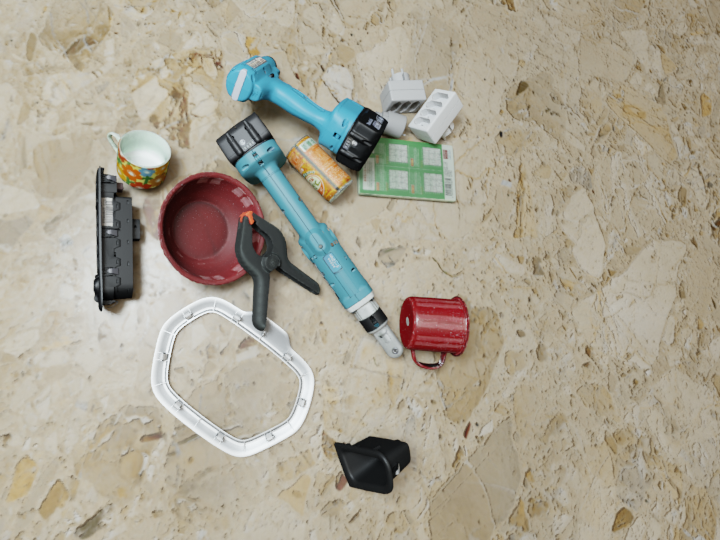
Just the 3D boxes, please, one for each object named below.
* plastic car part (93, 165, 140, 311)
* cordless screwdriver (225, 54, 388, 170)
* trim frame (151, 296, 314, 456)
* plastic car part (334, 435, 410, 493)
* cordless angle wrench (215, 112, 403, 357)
[{"bbox_3d":[-0.355,-0.041,0.610,0.064,0.069,0.206,7,74,-39],"label":"plastic car part"},{"bbox_3d":[-0.080,-0.268,0.683,0.246,0.074,0.161,27,36,-7],"label":"cordless screwdriver"},{"bbox_3d":[-0.184,0.150,0.614,0.249,0.027,0.183,37,73,1],"label":"trim frame"},{"bbox_3d":[0.028,0.263,0.593,0.068,0.120,0.066,-18,85,-40],"label":"plastic car part"},{"bbox_3d":[-0.063,-0.041,0.647,0.074,0.098,0.422,-35,91,0],"label":"cordless angle wrench"}]
